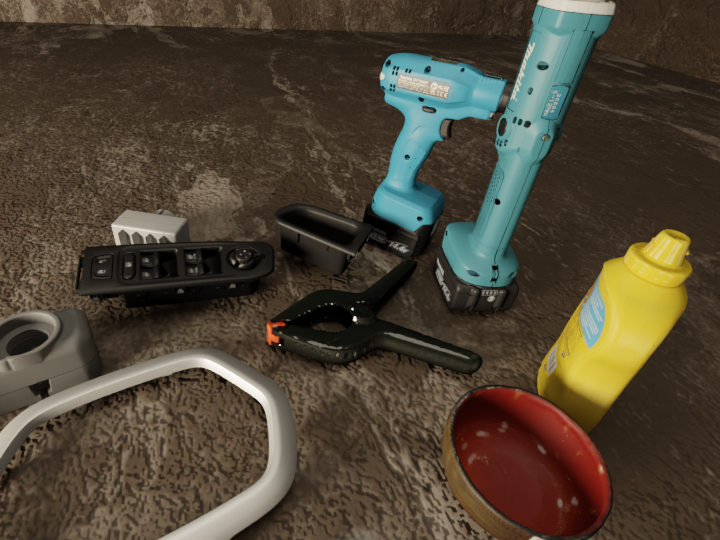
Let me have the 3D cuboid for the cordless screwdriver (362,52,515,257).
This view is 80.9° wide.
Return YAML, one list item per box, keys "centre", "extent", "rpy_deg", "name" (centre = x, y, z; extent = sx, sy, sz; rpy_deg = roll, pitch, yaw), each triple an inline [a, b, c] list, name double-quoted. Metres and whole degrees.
- centre: [0.090, -0.131, 0.533]
  extent: [0.165, 0.243, 0.073]
  rpy_deg: [24, 39, 20]
  name: "cordless screwdriver"

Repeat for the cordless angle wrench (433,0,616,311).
- centre: [0.162, -0.137, 0.410]
  extent: [0.073, 0.412, 0.101]
  rpy_deg: [3, 37, -9]
  name: "cordless angle wrench"

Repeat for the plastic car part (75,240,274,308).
- centre: [-0.192, 0.007, 0.466]
  extent: [0.198, 0.065, 0.070]
  rpy_deg: [-8, 40, -17]
  name: "plastic car part"

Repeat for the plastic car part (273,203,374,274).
- centre: [-0.052, -0.034, 0.533]
  extent: [0.120, 0.069, 0.065]
  rpy_deg: [19, 39, 16]
  name: "plastic car part"

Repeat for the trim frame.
- centre: [-0.168, 0.147, 0.320]
  extent: [0.241, 0.027, 0.195]
  rpy_deg: [-17, 43, -26]
  name: "trim frame"
